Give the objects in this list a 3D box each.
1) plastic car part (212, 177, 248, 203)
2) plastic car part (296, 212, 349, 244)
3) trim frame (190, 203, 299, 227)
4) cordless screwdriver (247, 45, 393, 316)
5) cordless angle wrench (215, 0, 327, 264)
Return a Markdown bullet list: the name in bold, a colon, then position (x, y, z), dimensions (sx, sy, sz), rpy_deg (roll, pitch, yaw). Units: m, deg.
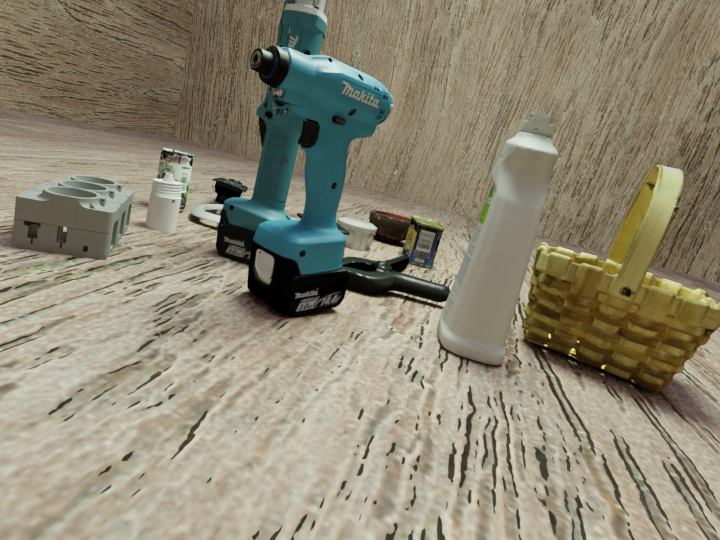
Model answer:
- **plastic car part**: position (-0.278, -0.166, 0.907), dimensions (0.065, 0.066, 0.209), rpy_deg (11, 14, -14)
- **plastic car part**: position (-0.060, -0.040, 0.618), dimensions (0.064, 0.070, 0.121), rpy_deg (11, 14, -17)
- **trim frame**: position (-0.183, -0.085, 0.764), dimensions (0.251, 0.027, 0.184), rpy_deg (15, 14, 4)
- **cordless screwdriver**: position (-0.059, -0.081, 0.420), dimensions (0.079, 0.247, 0.151), rpy_deg (26, 17, 40)
- **cordless angle wrench**: position (-0.096, -0.215, 0.545), dimensions (0.100, 0.419, 0.073), rpy_deg (17, 12, 9)
